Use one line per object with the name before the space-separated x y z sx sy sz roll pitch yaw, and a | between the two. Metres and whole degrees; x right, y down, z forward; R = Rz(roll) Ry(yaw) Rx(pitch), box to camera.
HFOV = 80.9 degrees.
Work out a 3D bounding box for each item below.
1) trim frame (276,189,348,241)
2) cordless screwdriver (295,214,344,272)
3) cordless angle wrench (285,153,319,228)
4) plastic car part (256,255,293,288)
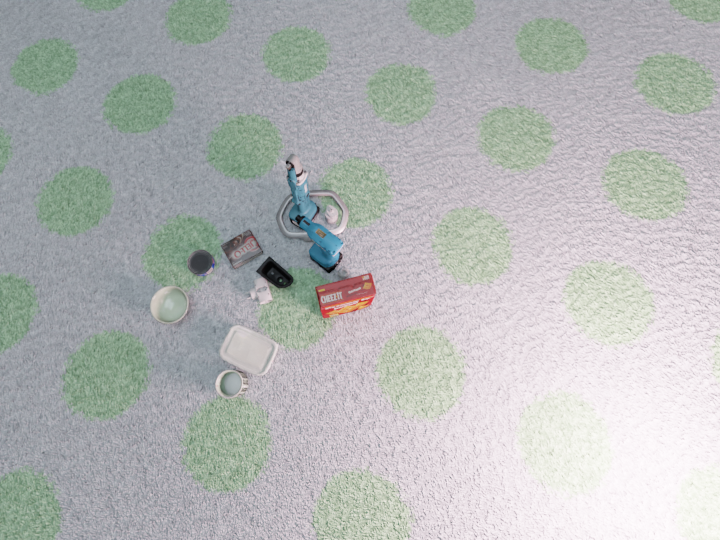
trim frame | -0.165 -0.188 1.443 0.249 0.027 0.188 -5 73 1
cordless screwdriver | -0.127 -0.083 1.298 0.163 0.245 0.074 39 78 8
cordless angle wrench | -0.180 -0.234 1.256 0.075 0.416 0.098 30 77 4
plastic car part | -0.268 0.020 1.364 0.119 0.069 0.066 38 78 11
